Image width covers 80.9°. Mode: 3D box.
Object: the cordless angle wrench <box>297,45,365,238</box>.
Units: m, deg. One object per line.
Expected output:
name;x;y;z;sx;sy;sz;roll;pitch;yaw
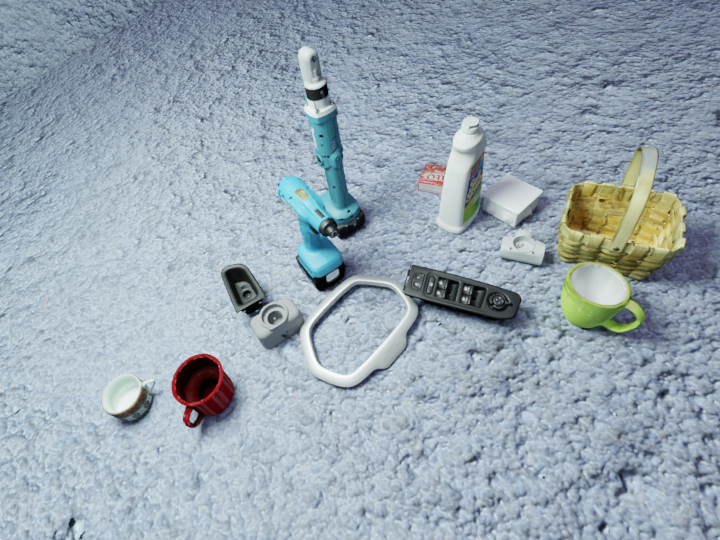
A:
cordless angle wrench;-0.063;-0.233;0.839;0.073;0.406;0.103;-33;56;-17

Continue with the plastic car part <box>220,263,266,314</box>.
plastic car part;-0.240;0.044;0.881;0.065;0.068;0.123;-29;53;-12

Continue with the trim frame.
trim frame;-0.004;0.107;0.808;0.194;0.026;0.246;32;65;31

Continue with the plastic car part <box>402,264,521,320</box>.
plastic car part;0.185;0.052;0.785;0.210;0.064;0.067;12;56;20

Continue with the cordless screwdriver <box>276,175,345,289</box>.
cordless screwdriver;-0.079;-0.052;0.810;0.073;0.238;0.168;-32;55;-16
